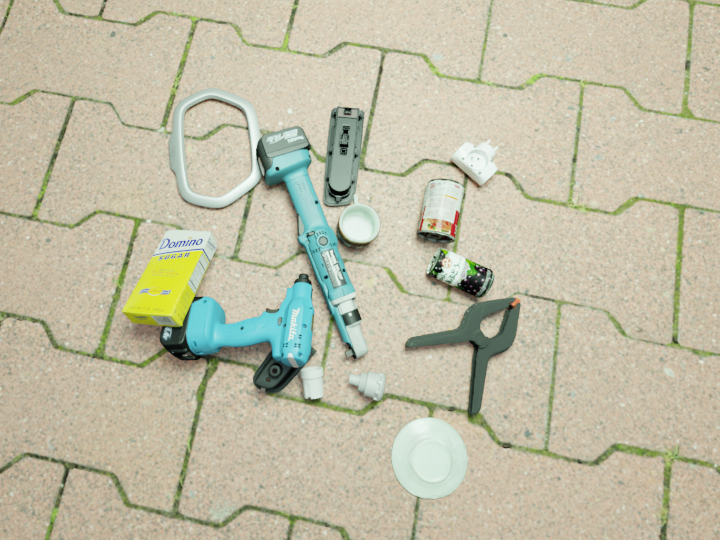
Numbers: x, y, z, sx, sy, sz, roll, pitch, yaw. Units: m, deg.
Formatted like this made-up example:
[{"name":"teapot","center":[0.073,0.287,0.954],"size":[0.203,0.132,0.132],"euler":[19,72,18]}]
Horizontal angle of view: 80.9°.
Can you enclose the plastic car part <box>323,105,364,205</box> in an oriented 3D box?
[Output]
[{"name":"plastic car part","center":[-0.030,-0.222,0.798],"size":[0.066,0.067,0.204],"euler":[7,83,-7]}]

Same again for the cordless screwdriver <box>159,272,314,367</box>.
[{"name":"cordless screwdriver","center":[-0.201,0.078,0.718],"size":[0.253,0.071,0.163],"euler":[-2,56,10]}]

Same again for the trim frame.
[{"name":"trim frame","center":[-0.285,-0.241,0.823],"size":[0.184,0.027,0.251],"euler":[-9,81,-1]}]

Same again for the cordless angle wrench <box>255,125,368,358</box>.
[{"name":"cordless angle wrench","center":[-0.074,-0.049,0.760],"size":[0.096,0.075,0.427],"euler":[-20,83,-15]}]

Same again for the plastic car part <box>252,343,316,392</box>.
[{"name":"plastic car part","center":[-0.137,0.163,0.724],"size":[0.067,0.070,0.116],"euler":[38,80,6]}]
